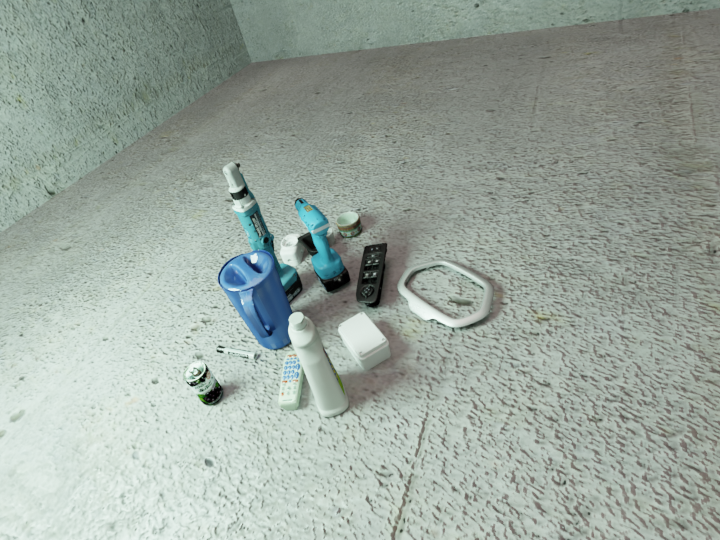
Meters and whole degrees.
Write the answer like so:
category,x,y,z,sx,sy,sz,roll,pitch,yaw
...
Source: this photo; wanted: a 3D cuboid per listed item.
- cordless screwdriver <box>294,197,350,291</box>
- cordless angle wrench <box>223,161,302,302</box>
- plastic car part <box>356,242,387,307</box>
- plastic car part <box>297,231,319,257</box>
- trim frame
category,x,y,z,sx,sy,sz,roll,pitch,yaw
cordless screwdriver,-0.110,-0.072,1.128,0.073,0.238,0.168,-26,41,-12
cordless angle wrench,-0.253,-0.083,1.067,0.078,0.404,0.097,21,52,36
plastic car part,0.031,0.018,1.109,0.068,0.064,0.206,-3,43,17
plastic car part,-0.130,-0.061,1.255,0.065,0.068,0.123,-28,41,-13
trim frame,0.204,0.050,1.036,0.182,0.026,0.263,-36,43,-18
